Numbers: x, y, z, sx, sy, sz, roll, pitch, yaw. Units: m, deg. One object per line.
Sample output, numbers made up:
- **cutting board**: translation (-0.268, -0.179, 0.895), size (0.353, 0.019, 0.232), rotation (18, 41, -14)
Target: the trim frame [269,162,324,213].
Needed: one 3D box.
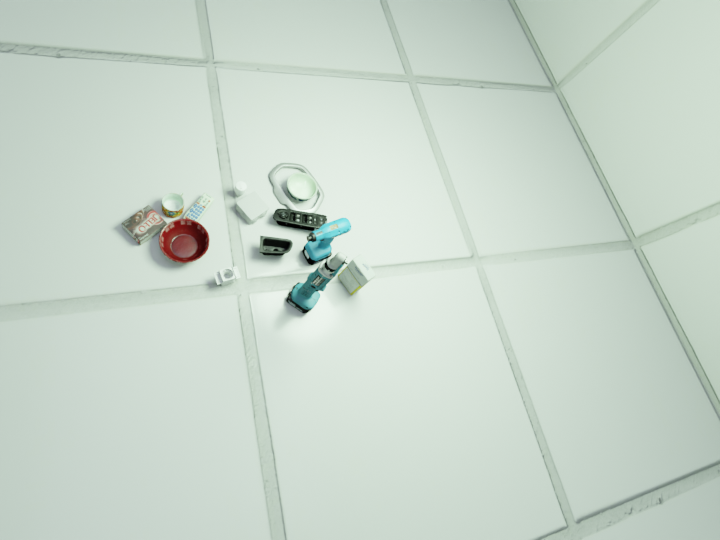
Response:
- **trim frame**: translation (-0.250, -0.323, 1.656), size (0.180, 0.027, 0.253), rotation (-31, 79, -28)

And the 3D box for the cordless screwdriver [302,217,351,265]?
- **cordless screwdriver**: translation (-0.143, -0.093, 1.459), size (0.155, 0.251, 0.076), rotation (-23, 80, -29)

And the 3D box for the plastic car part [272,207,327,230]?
- **plastic car part**: translation (-0.229, -0.187, 1.577), size (0.198, 0.067, 0.068), rotation (11, 65, -15)

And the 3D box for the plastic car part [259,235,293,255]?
- **plastic car part**: translation (-0.304, -0.077, 1.499), size (0.113, 0.071, 0.067), rotation (6, 66, -18)

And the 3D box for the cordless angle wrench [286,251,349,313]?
- **cordless angle wrench**: translation (-0.132, 0.032, 1.304), size (0.097, 0.426, 0.074), rotation (36, 60, -7)
